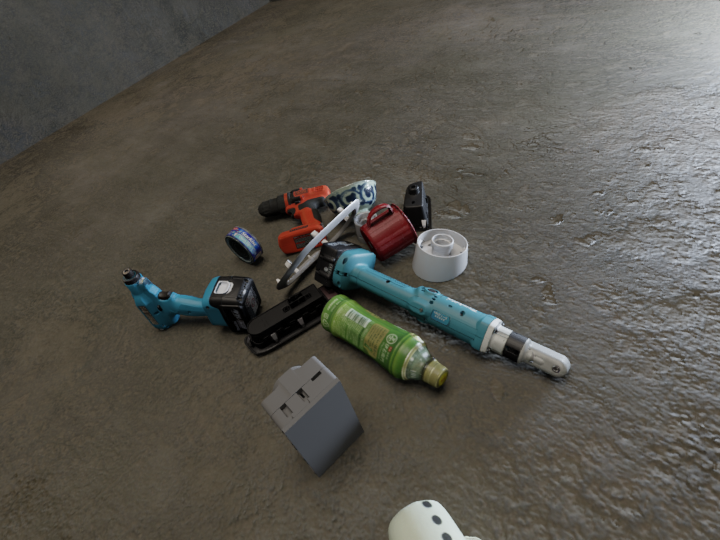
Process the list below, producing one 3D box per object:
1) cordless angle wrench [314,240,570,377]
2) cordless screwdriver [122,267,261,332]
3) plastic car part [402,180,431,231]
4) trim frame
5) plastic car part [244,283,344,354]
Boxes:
[{"bbox_3d":[0.109,0.056,0.689,0.446,0.073,0.094,25,20,33],"label":"cordless angle wrench"},{"bbox_3d":[-0.327,0.050,0.813,0.255,0.152,0.076,-2,45,16],"label":"cordless screwdriver"},{"bbox_3d":[0.116,-0.144,0.895,0.068,0.068,0.119,-3,48,16],"label":"plastic car part"},{"bbox_3d":[-0.081,-0.053,0.826,0.028,0.184,0.246,40,61,2],"label":"trim frame"},{"bbox_3d":[-0.124,0.081,0.773,0.201,0.064,0.070,-33,51,-9],"label":"plastic car part"}]
